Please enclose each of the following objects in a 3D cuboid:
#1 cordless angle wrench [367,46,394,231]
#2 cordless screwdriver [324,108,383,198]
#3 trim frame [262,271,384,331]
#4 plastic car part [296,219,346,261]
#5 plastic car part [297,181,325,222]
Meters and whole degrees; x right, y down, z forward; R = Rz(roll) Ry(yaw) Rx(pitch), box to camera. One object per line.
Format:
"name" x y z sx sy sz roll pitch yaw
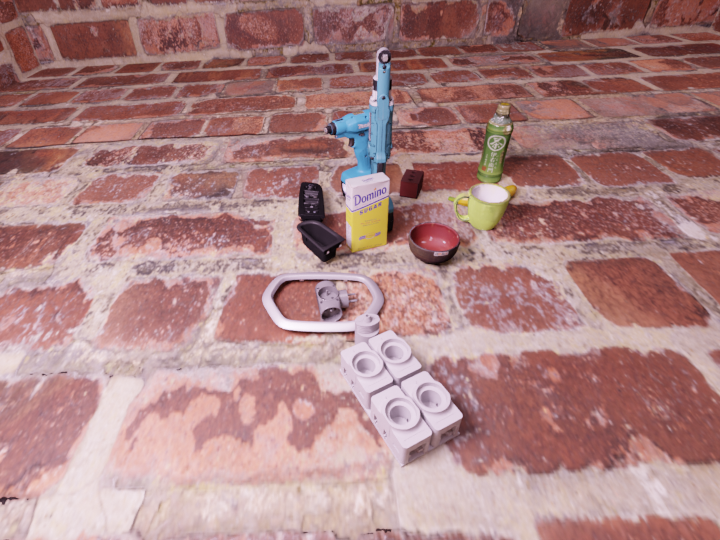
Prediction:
"cordless angle wrench" 0.044 -0.280 0.963 0.074 0.409 0.101 -1 39 -3
"cordless screwdriver" -0.019 -0.292 1.113 0.155 0.241 0.078 -20 43 -22
"trim frame" -0.077 0.057 0.865 0.249 0.026 0.190 -2 40 2
"plastic car part" -0.096 -0.063 0.978 0.064 0.068 0.123 -29 46 -29
"plastic car part" -0.129 -0.173 1.116 0.066 0.065 0.210 -4 40 -4
